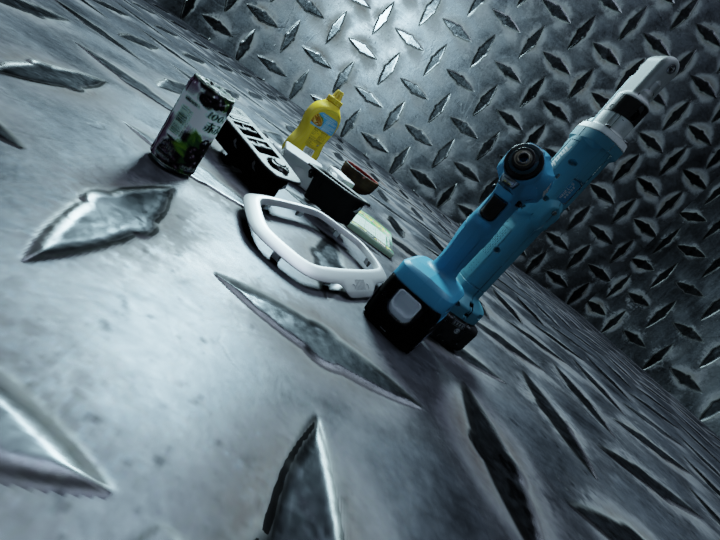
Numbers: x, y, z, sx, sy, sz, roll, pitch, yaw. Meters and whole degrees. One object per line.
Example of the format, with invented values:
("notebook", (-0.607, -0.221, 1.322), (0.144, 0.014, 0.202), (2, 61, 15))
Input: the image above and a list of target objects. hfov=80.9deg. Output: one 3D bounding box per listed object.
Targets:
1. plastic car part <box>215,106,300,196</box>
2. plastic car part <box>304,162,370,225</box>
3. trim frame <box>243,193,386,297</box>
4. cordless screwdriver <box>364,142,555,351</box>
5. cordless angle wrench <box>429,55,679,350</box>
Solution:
("plastic car part", (-0.170, -0.181, 0.641), (0.213, 0.067, 0.063), (46, 18, 27))
("plastic car part", (-0.050, -0.120, 0.715), (0.121, 0.071, 0.063), (44, 17, 21))
("trim frame", (-0.054, -0.035, 0.551), (0.192, 0.027, 0.237), (44, 18, 24))
("cordless screwdriver", (0.105, -0.024, 0.451), (0.077, 0.249, 0.153), (43, 17, 15))
("cordless angle wrench", (0.222, -0.080, 0.534), (0.071, 0.424, 0.101), (32, 18, -23))
